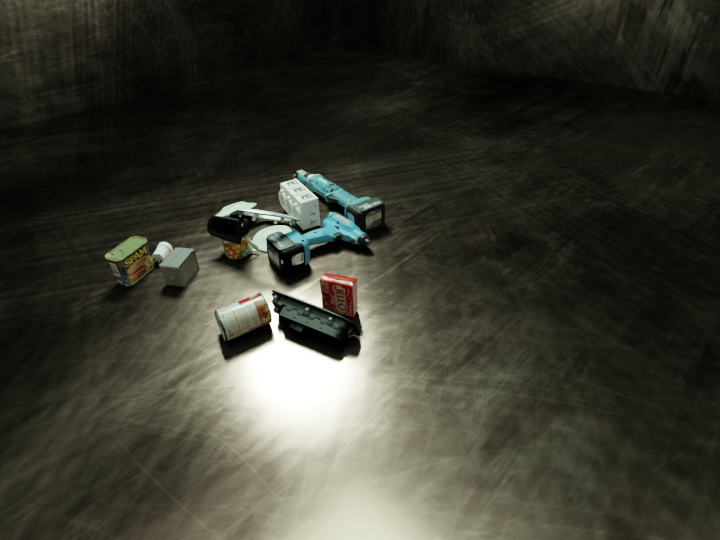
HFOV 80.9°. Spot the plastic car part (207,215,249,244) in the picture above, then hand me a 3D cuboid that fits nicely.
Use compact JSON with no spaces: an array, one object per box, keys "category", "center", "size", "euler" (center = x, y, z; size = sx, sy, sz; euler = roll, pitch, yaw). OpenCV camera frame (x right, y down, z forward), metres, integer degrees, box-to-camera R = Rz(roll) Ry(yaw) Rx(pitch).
[{"category":"plastic car part","center":[-0.334,-0.116,1.097],"size":[0.122,0.064,0.069],"euler":[16,25,30]}]

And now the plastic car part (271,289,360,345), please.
[{"category":"plastic car part","center":[-0.101,0.101,0.860],"size":[0.211,0.063,0.067],"euler":[14,50,23]}]

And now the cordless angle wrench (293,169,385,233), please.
[{"category":"cordless angle wrench","center":[-0.087,-0.238,1.301],"size":[0.095,0.072,0.448],"euler":[-24,39,-25]}]

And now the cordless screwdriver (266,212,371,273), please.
[{"category":"cordless screwdriver","center":[-0.105,-0.069,1.077],"size":[0.242,0.072,0.168],"euler":[-26,42,-31]}]

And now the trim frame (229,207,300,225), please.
[{"category":"trim frame","center":[-0.257,-0.143,1.131],"size":[0.180,0.027,0.255],"euler":[9,4,-15]}]
